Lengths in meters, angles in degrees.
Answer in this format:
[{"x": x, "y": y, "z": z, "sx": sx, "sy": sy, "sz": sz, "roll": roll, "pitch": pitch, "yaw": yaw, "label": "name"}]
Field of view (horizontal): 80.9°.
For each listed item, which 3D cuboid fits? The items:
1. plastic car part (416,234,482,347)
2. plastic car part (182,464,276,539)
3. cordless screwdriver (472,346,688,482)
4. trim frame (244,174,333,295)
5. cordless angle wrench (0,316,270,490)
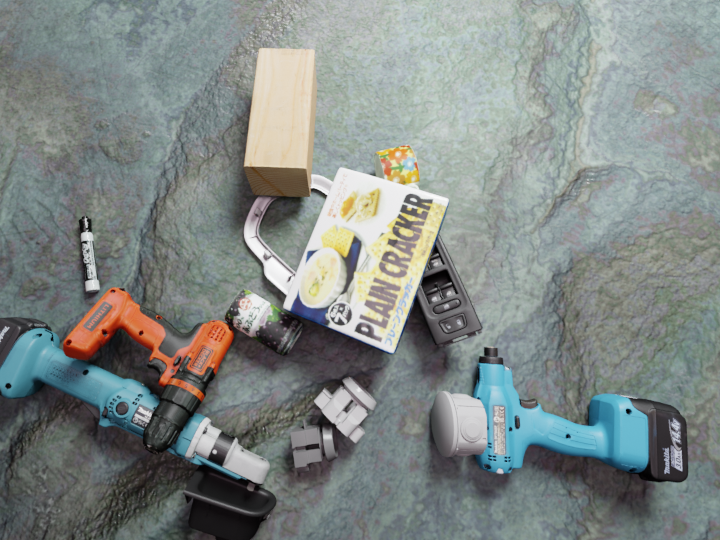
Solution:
[{"x": 0.104, "y": 0.003, "z": 0.613, "sx": 0.067, "sy": 0.064, "sz": 0.208, "roll": -25, "pitch": 74, "yaw": 14, "label": "plastic car part"}, {"x": -0.178, "y": 0.319, "z": 0.557, "sx": 0.117, "sy": 0.066, "sz": 0.071, "roll": 22, "pitch": 94, "yaw": 1, "label": "plastic car part"}, {"x": 0.280, "y": 0.191, "z": 0.569, "sx": 0.251, "sy": 0.073, "sz": 0.161, "roll": 2, "pitch": 77, "yaw": 5, "label": "cordless screwdriver"}, {"x": -0.064, "y": -0.042, "z": 0.650, "sx": 0.252, "sy": 0.027, "sz": 0.183, "roll": 41, "pitch": 82, "yaw": 8, "label": "trim frame"}, {"x": -0.319, "y": 0.187, "z": 0.582, "sx": 0.426, "sy": 0.073, "sz": 0.098, "roll": 23, "pitch": 78, "yaw": 4, "label": "cordless angle wrench"}]
